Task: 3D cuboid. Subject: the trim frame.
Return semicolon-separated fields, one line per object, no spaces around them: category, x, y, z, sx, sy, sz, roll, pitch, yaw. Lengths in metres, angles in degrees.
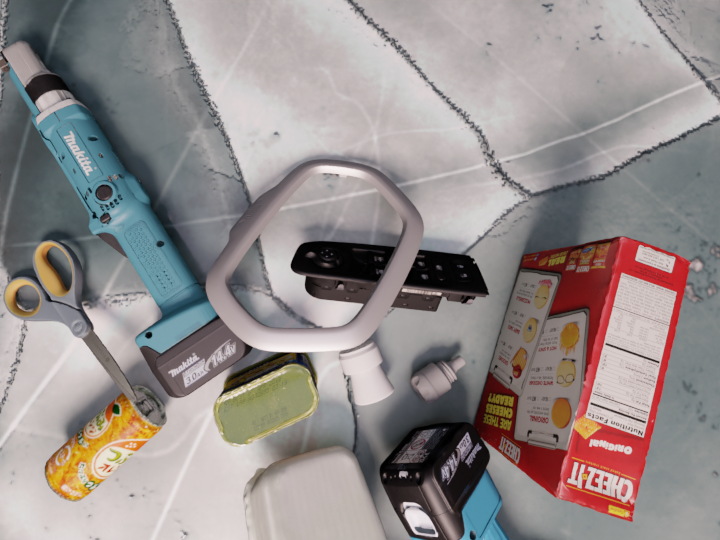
trim frame;-0.042;-0.027;0.426;0.189;0.027;0.249;23;60;13

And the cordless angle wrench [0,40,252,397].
cordless angle wrench;-0.260;-0.073;0.447;0.097;0.074;0.427;-33;85;-8

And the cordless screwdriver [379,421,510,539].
cordless screwdriver;0.111;0.285;0.394;0.155;0.076;0.250;-32;88;-45

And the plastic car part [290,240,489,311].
plastic car part;0.024;0.008;0.459;0.201;0.066;0.068;9;45;-6
